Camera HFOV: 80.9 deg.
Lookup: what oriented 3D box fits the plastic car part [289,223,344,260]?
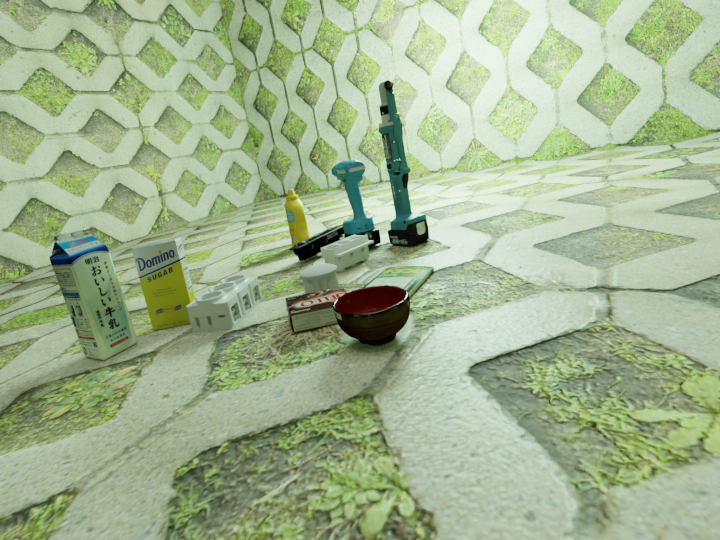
[{"bbox_3d":[-0.119,-0.078,1.219,0.197,0.066,0.070,-25,20,-40],"label":"plastic car part"}]

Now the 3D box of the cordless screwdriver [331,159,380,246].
[{"bbox_3d":[-0.024,-0.188,1.202,0.072,0.244,0.166,-16,14,-22],"label":"cordless screwdriver"}]

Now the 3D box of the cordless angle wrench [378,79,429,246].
[{"bbox_3d":[0.096,-0.275,1.105,0.072,0.416,0.103,-19,14,-34],"label":"cordless angle wrench"}]
